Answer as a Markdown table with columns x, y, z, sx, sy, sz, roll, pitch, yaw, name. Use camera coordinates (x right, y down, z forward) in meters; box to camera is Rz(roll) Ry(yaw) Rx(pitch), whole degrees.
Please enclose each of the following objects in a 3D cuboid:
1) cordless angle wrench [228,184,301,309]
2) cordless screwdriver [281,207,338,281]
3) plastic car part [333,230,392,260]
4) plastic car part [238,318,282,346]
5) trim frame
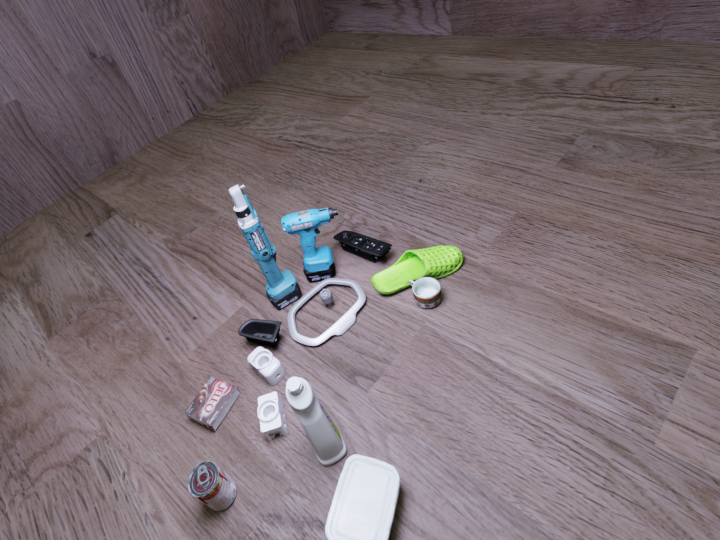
| x | y | z | sx | sy | sz | roll | pitch | yaw | name |
| --- | --- | --- | --- | --- | --- | --- | --- | --- | --- |
| -0.269 | -0.059 | 1.159 | 0.097 | 0.404 | 0.079 | -29 | 45 | -14 | cordless angle wrench |
| -0.122 | -0.080 | 1.249 | 0.161 | 0.237 | 0.077 | -12 | 43 | 6 | cordless screwdriver |
| 0.004 | -0.076 | 1.326 | 0.214 | 0.064 | 0.066 | 26 | 58 | 36 | plastic car part |
| -0.271 | 0.179 | 1.170 | 0.121 | 0.068 | 0.067 | 3 | 47 | 21 | plastic car part |
| -0.099 | 0.112 | 1.204 | 0.246 | 0.026 | 0.195 | -41 | 48 | -21 | trim frame |
